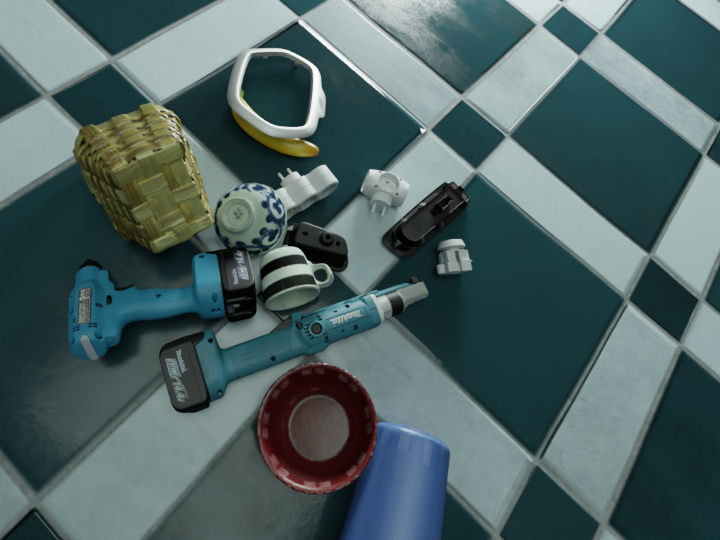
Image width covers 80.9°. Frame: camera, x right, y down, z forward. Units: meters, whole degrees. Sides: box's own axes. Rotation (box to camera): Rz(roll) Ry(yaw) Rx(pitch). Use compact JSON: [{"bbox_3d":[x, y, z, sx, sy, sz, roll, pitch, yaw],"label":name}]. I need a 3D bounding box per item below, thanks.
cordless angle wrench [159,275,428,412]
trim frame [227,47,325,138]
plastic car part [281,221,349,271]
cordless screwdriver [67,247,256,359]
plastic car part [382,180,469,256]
[{"bbox_3d":[-0.074,0.092,0.637,0.413,0.074,0.100,-18,75,-21],"label":"cordless angle wrench"},{"bbox_3d":[-0.150,-0.335,0.789,0.180,0.027,0.256,9,55,-14],"label":"trim frame"},{"bbox_3d":[-0.067,-0.044,0.690,0.116,0.070,0.067,16,69,-4],"label":"plastic car part"},{"bbox_3d":[-0.281,0.023,0.609,0.243,0.072,0.167,-14,48,-18],"label":"cordless screwdriver"},{"bbox_3d":[0.127,-0.097,0.760,0.200,0.068,0.066,-40,91,-20],"label":"plastic car part"}]
